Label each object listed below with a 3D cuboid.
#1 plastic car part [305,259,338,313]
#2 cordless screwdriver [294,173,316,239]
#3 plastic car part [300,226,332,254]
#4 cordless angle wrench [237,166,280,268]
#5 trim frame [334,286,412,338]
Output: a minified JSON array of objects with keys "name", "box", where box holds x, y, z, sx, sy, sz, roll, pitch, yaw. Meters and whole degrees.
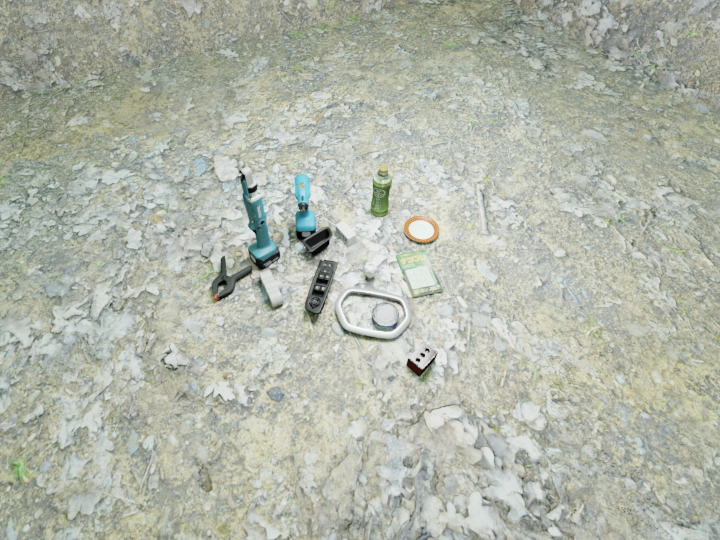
[{"name":"plastic car part","box":[-0.131,0.061,1.394,0.068,0.065,0.205,12,54,9]},{"name":"cordless screwdriver","box":[-0.197,-0.199,1.487,0.074,0.241,0.165,-3,53,-5]},{"name":"plastic car part","box":[-0.148,-0.097,1.514,0.114,0.069,0.069,-33,60,-22]},{"name":"cordless angle wrench","box":[-0.333,-0.166,1.361,0.096,0.410,0.078,-35,62,-25]},{"name":"trim frame","box":[0.040,0.130,1.357,0.252,0.026,0.187,7,53,8]}]
